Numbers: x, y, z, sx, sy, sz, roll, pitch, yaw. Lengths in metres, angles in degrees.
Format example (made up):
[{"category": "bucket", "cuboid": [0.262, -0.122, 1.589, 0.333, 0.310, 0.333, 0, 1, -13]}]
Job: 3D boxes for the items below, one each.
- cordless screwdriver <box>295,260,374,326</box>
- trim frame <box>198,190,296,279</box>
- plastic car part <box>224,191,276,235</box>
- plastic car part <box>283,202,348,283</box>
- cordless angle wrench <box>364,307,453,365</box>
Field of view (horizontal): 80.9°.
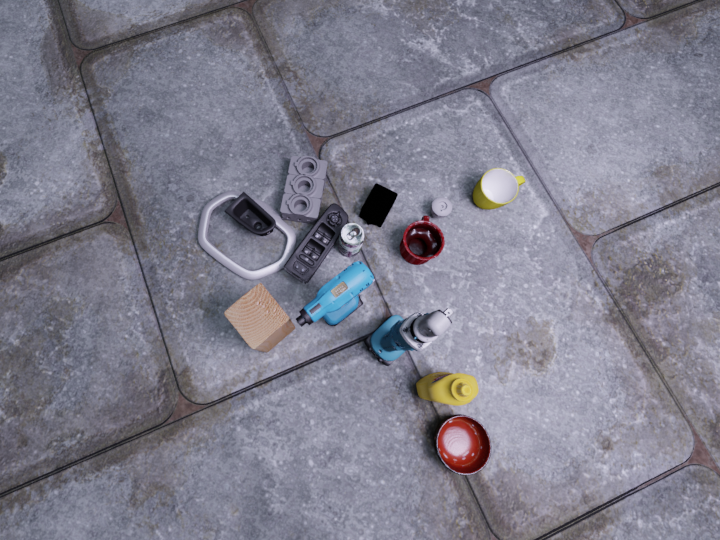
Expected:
[{"category": "cordless screwdriver", "cuboid": [-0.059, 0.067, 0.858, 0.158, 0.246, 0.076, -37, 83, -12]}, {"category": "trim frame", "cuboid": [-0.273, -0.088, 1.013, 0.253, 0.027, 0.184, 33, 77, 8]}, {"category": "plastic car part", "cuboid": [-0.252, -0.118, 1.000, 0.119, 0.070, 0.066, 39, 77, 8]}, {"category": "plastic car part", "cuboid": [-0.097, -0.063, 0.987, 0.067, 0.066, 0.203, 32, 76, 5]}, {"category": "cordless angle wrench", "cuboid": [0.081, 0.115, 0.757, 0.097, 0.418, 0.075, -42, 84, -13]}]
